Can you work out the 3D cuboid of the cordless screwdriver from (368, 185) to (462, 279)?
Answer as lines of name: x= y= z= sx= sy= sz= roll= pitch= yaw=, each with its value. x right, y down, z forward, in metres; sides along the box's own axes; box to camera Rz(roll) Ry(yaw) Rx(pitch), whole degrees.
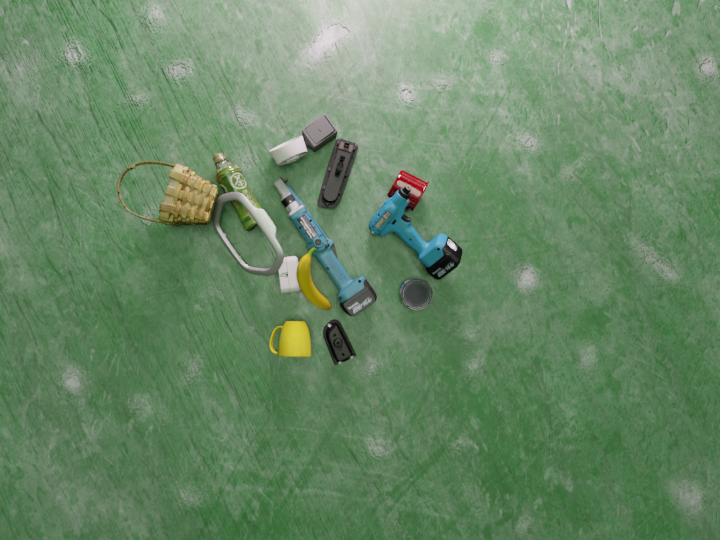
cordless screwdriver: x=0.159 y=-0.101 z=1.113 sx=0.249 sy=0.074 sz=0.160 roll=38 pitch=127 yaw=1

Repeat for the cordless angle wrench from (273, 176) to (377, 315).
cordless angle wrench: x=-0.112 y=-0.073 z=1.145 sx=0.098 sy=0.074 sz=0.426 roll=-34 pitch=86 yaw=-4

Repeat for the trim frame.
trim frame: x=-0.297 y=-0.092 z=1.110 sx=0.189 sy=0.027 sz=0.247 roll=-30 pitch=95 yaw=38

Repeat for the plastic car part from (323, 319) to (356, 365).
plastic car part: x=-0.059 y=0.195 z=1.128 sx=0.066 sy=0.071 sz=0.116 roll=-24 pitch=92 yaw=-6

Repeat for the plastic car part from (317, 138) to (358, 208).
plastic car part: x=-0.062 y=-0.265 z=1.162 sx=0.065 sy=0.068 sz=0.203 roll=19 pitch=89 yaw=-10
